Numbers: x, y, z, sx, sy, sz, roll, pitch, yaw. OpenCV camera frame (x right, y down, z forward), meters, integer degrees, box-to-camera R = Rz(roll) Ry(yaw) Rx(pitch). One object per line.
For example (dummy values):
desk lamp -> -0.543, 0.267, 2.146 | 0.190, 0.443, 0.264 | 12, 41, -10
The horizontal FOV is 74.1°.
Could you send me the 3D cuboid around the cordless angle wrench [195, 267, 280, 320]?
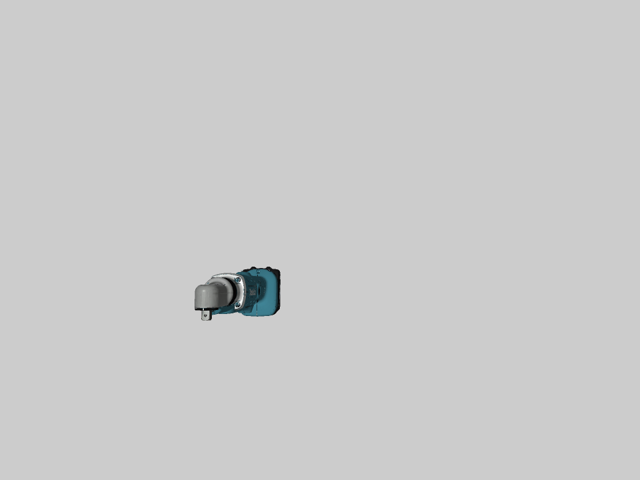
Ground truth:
cordless angle wrench -> -0.124, 0.084, 0.679 | 0.074, 0.098, 0.423 | 0, -6, 1
